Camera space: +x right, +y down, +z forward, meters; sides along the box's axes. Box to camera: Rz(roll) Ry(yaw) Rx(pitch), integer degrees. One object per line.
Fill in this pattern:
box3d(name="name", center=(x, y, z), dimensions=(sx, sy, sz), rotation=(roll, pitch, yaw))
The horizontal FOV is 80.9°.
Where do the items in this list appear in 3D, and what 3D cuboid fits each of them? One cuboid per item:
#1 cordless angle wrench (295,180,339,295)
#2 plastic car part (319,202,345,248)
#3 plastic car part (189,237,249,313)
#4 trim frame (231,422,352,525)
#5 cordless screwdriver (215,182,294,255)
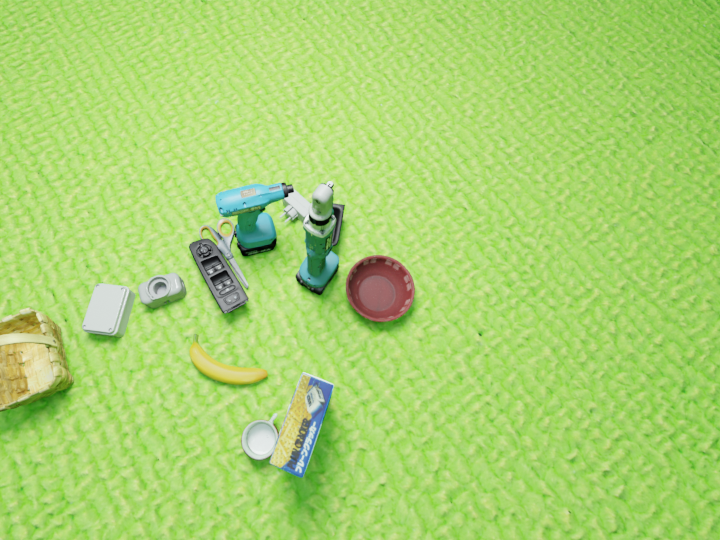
box3d(name="cordless angle wrench", center=(-0.082, -0.054, 0.844), dimensions=(0.075, 0.417, 0.098), rotation=(33, 71, 5))
box3d(name="plastic car part", center=(-0.080, -0.103, 1.048), dimensions=(0.066, 0.070, 0.118), rotation=(7, 69, -2))
box3d(name="plastic car part", center=(-0.336, 0.010, 1.001), dimensions=(0.065, 0.066, 0.209), rotation=(-31, 73, -14))
box3d(name="trim frame", center=(-0.140, 0.414, 0.866), dimensions=(0.246, 0.027, 0.189), rotation=(-13, 69, -6))
box3d(name="cordless screwdriver", center=(-0.225, -0.119, 0.958), dimensions=(0.157, 0.245, 0.076), rotation=(-14, 73, -10))
